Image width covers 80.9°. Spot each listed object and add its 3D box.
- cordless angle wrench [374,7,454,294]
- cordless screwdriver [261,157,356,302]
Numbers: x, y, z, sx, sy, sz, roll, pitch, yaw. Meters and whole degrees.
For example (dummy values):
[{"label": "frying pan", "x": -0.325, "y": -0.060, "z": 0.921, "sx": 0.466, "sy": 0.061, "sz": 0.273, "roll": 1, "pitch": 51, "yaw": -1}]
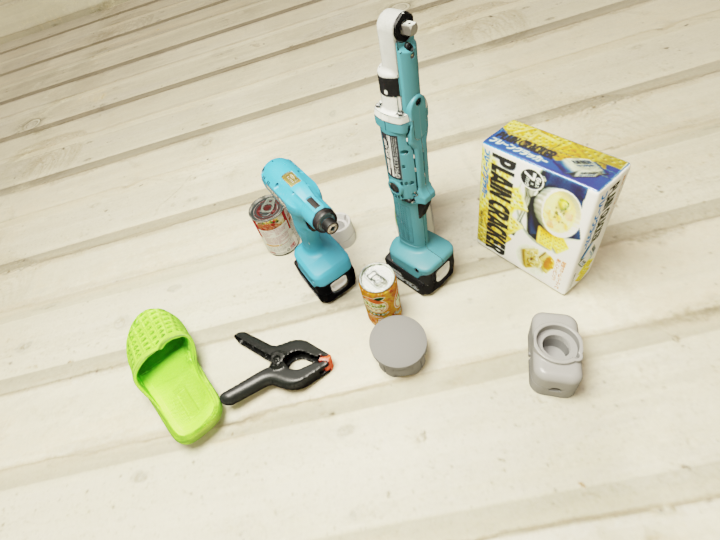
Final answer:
[{"label": "cordless angle wrench", "x": 0.064, "y": -0.121, "z": 0.552, "sx": 0.073, "sy": 0.404, "sz": 0.103, "roll": -40, "pitch": 54, "yaw": -18}, {"label": "cordless screwdriver", "x": -0.062, "y": -0.041, "z": 0.636, "sx": 0.074, "sy": 0.237, "sz": 0.168, "roll": -33, "pitch": 52, "yaw": -13}]
